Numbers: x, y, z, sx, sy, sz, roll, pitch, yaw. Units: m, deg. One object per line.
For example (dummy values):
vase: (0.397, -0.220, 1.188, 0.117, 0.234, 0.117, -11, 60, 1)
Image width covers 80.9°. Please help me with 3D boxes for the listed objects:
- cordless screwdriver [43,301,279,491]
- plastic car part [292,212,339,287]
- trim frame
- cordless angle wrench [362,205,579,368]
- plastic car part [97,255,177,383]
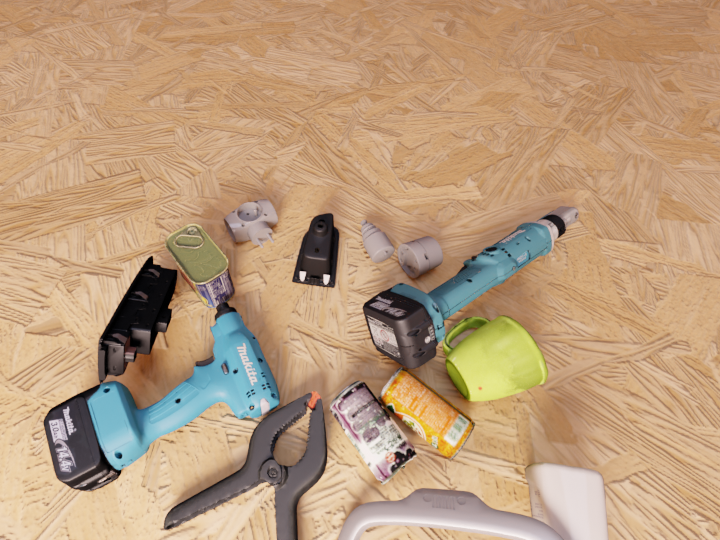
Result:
cordless screwdriver: (-0.240, 0.143, 0.521, 0.243, 0.072, 0.167, -22, 59, -20)
plastic car part: (-0.063, -0.042, 0.649, 0.066, 0.069, 0.119, 7, 59, -1)
trim frame: (0.084, 0.308, 0.391, 0.256, 0.026, 0.189, -10, 59, 23)
cordless angle wrench: (0.194, -0.007, 0.624, 0.414, 0.072, 0.103, -29, 25, -25)
plastic car part: (-0.279, 0.048, 0.551, 0.066, 0.065, 0.211, 0, 32, -13)
